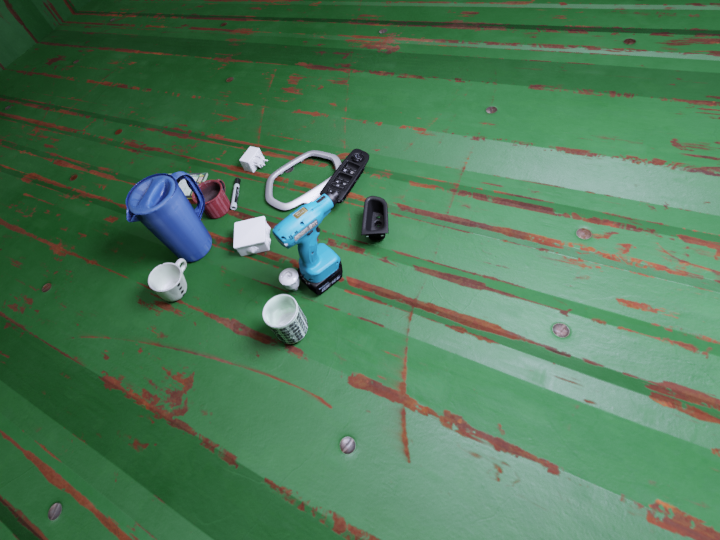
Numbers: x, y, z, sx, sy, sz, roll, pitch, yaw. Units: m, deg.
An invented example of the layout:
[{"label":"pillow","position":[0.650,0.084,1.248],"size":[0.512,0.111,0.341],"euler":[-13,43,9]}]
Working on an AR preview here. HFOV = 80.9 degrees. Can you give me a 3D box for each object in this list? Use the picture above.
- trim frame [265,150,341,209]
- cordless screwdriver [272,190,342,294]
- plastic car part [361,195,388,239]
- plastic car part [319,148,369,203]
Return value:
[{"label":"trim frame","position":[-0.169,-0.267,1.240],"size":[0.247,0.026,0.194],"euler":[-34,55,-8]},{"label":"cordless screwdriver","position":[-0.093,-0.061,0.952],"size":[0.158,0.238,0.078],"euler":[-40,59,-14]},{"label":"plastic car part","position":[0.041,-0.123,1.062],"size":[0.067,0.068,0.119],"euler":[-3,57,11]},{"label":"plastic car part","position":[-0.034,-0.256,1.173],"size":[0.069,0.064,0.203],"euler":[18,63,23]}]
